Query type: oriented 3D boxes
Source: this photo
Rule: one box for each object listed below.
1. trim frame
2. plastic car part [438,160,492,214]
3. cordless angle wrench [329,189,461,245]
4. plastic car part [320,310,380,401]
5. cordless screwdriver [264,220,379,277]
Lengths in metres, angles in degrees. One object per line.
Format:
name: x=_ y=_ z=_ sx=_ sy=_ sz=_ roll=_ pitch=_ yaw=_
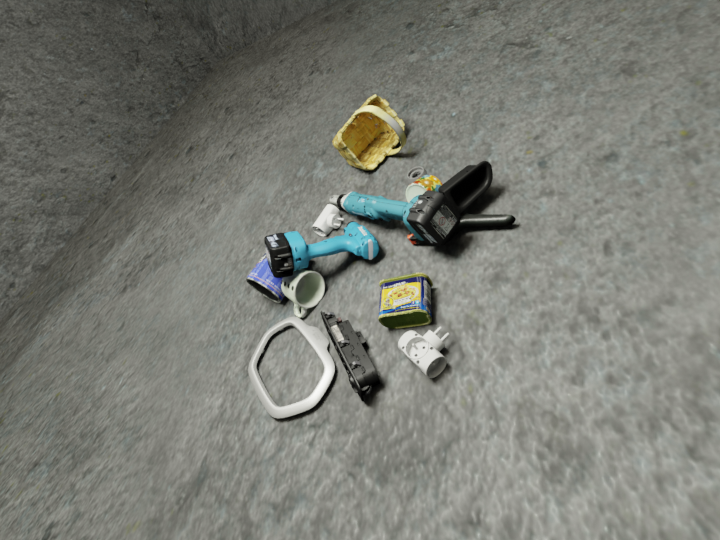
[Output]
trim frame: x=-0.147 y=0.195 z=0.886 sx=0.184 sy=0.026 sz=0.263 roll=-46 pitch=39 yaw=-5
plastic car part: x=0.210 y=-0.177 z=0.876 sx=0.116 sy=0.063 sz=0.074 roll=-42 pitch=28 yaw=-9
cordless angle wrench: x=0.039 y=-0.143 z=0.975 sx=0.074 sy=0.093 sz=0.445 roll=-54 pitch=33 yaw=-9
plastic car part: x=-0.017 y=0.156 z=0.803 sx=0.066 sy=0.064 sz=0.213 roll=-15 pitch=38 yaw=-11
cordless screwdriver: x=-0.096 y=-0.063 z=0.982 sx=0.245 sy=0.072 sz=0.166 roll=-10 pitch=28 yaw=-11
